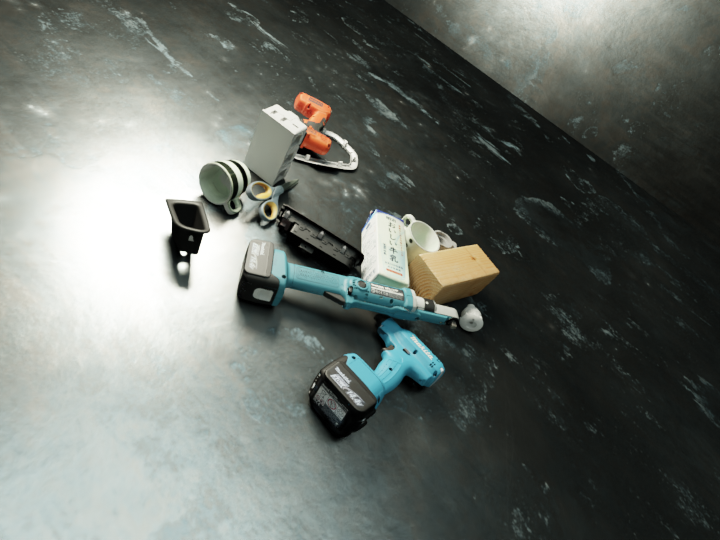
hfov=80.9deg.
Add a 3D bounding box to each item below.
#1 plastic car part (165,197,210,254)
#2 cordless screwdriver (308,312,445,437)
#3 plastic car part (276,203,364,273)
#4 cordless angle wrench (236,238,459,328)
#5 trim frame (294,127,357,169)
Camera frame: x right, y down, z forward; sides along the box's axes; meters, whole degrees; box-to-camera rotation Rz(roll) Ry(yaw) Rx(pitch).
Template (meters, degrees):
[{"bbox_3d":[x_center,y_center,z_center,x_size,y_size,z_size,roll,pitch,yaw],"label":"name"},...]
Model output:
[{"bbox_3d":[-0.303,-0.070,0.737,0.063,0.070,0.123,1,35,-32],"label":"plastic car part"},{"bbox_3d":[0.019,0.158,0.714,0.239,0.074,0.167,-15,50,-45],"label":"cordless screwdriver"},{"bbox_3d":[-0.084,-0.055,0.864,0.201,0.066,0.067,28,52,-5],"label":"plastic car part"},{"bbox_3d":[-0.009,0.042,0.777,0.413,0.074,0.101,14,45,-13],"label":"cordless angle wrench"},{"bbox_3d":[-0.114,-0.338,1.145,0.238,0.027,0.192,6,49,-29],"label":"trim frame"}]
